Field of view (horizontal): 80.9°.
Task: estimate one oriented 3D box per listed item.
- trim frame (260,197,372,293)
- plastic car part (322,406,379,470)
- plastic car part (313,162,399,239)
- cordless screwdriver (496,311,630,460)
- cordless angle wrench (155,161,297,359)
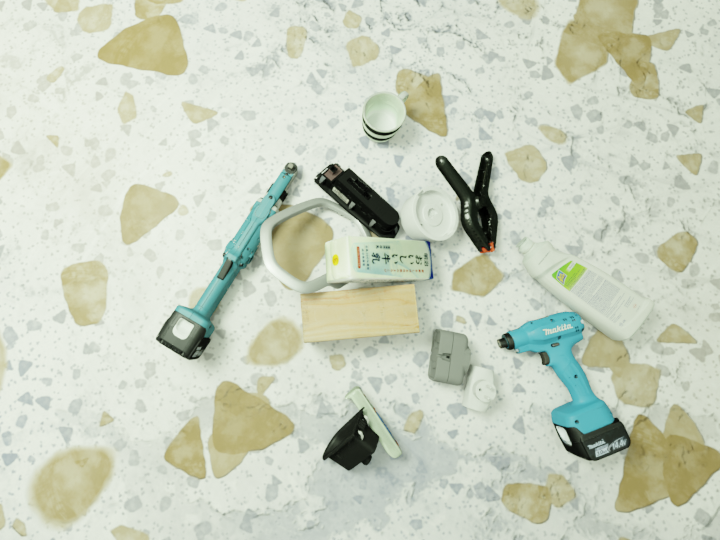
[{"bbox_3d":[-0.078,-0.051,0.795,0.242,0.027,0.189,-31,73,-39],"label":"trim frame"},{"bbox_3d":[-0.009,0.313,0.752,0.071,0.065,0.116,36,121,2],"label":"plastic car part"},{"bbox_3d":[0.005,-0.144,0.845,0.204,0.067,0.065,45,56,2],"label":"plastic car part"},{"bbox_3d":[0.367,0.213,0.782,0.159,0.073,0.253,-16,77,-3],"label":"cordless screwdriver"},{"bbox_3d":[-0.236,-0.034,0.820,0.075,0.097,0.423,29,77,0],"label":"cordless angle wrench"}]
